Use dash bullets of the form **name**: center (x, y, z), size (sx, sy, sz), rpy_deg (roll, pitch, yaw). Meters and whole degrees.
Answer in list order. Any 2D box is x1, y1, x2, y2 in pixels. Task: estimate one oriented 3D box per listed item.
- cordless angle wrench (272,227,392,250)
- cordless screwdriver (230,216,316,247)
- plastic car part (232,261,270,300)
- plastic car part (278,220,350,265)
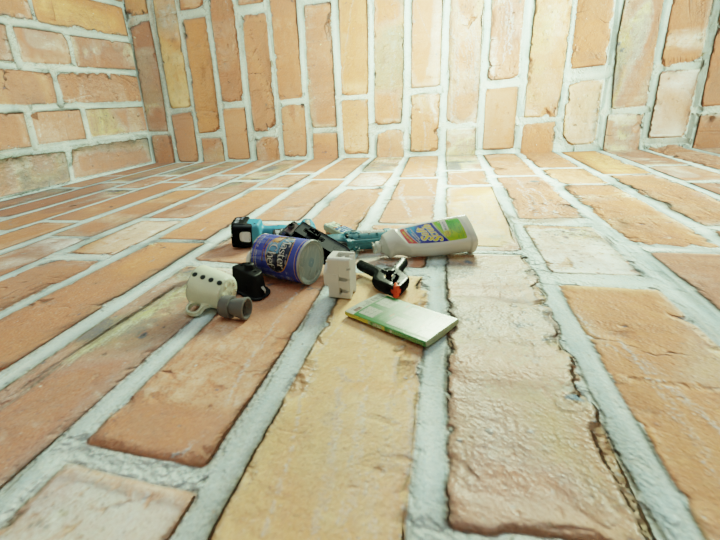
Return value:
- **cordless angle wrench**: center (-0.021, -0.080, 1.133), size (0.417, 0.073, 0.101), rpy_deg (-5, 21, -8)
- **cordless screwdriver**: center (-0.250, -0.107, 1.232), size (0.246, 0.073, 0.164), rpy_deg (-2, 22, -6)
- **plastic car part**: center (-0.246, 0.015, 0.934), size (0.064, 0.069, 0.123), rpy_deg (-22, 25, -38)
- **plastic car part**: center (-0.100, -0.065, 1.024), size (0.208, 0.066, 0.065), rpy_deg (33, 44, 13)
